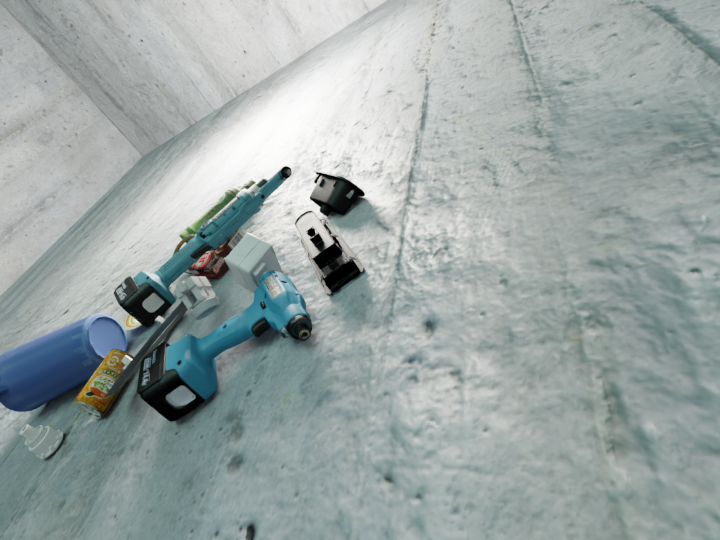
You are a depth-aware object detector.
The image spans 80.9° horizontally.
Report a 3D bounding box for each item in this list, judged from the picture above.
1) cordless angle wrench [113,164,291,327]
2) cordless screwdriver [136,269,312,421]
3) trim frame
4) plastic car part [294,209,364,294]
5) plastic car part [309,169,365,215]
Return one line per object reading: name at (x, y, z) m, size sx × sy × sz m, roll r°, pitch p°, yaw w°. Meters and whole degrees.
cordless angle wrench at (-0.295, -0.072, 0.848) m, size 0.420 × 0.071 × 0.103 m, roll -47°, pitch 37°, yaw -16°
cordless screwdriver at (-0.182, 0.108, 0.586) m, size 0.248 × 0.071 × 0.167 m, roll -37°, pitch 32°, yaw -6°
trim frame at (-0.339, 0.104, 0.711) m, size 0.186 × 0.027 × 0.251 m, roll -45°, pitch 16°, yaw 34°
plastic car part at (-0.066, -0.043, 0.671) m, size 0.066 × 0.064 × 0.212 m, roll -42°, pitch 30°, yaw 5°
plastic car part at (-0.053, -0.135, 0.778) m, size 0.071 × 0.062 × 0.123 m, roll -56°, pitch 37°, yaw -1°
